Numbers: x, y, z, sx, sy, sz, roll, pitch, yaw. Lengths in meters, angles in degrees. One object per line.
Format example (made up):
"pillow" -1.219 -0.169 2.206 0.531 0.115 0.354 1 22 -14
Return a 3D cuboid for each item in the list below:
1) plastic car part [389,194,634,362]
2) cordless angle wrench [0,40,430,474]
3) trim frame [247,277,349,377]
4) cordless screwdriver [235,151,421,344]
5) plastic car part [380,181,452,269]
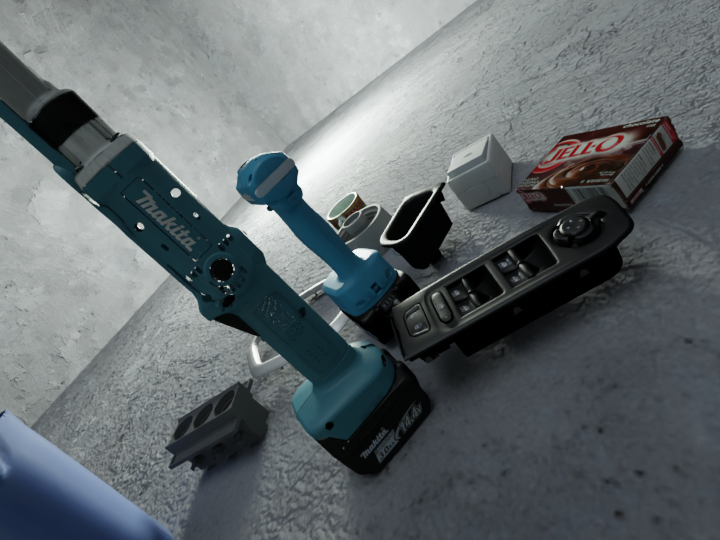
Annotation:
"plastic car part" 0.126 0.017 0.349 0.205 0.065 0.068 -37 22 16
"cordless angle wrench" -0.110 -0.002 0.327 0.097 0.409 0.077 -46 18 -9
"trim frame" -0.082 0.073 0.643 0.252 0.026 0.188 -33 25 23
"cordless screwdriver" -0.048 -0.031 0.492 0.074 0.240 0.165 -47 20 -10
"plastic car part" 0.077 -0.045 0.531 0.068 0.068 0.116 -19 32 48
